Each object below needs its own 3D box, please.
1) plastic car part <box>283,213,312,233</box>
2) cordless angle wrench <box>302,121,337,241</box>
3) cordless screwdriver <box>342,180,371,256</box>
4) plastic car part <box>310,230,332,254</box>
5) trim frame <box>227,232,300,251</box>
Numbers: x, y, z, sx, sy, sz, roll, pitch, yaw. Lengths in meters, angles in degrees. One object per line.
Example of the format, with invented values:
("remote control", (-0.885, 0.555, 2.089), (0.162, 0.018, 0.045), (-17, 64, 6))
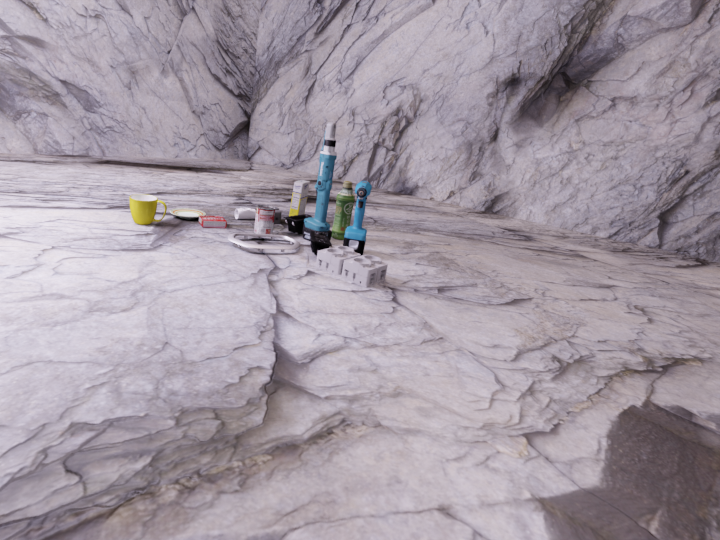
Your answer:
("plastic car part", (-0.232, -0.172, 1.604), (0.069, 0.070, 0.112), (20, 21, 33))
("cordless angle wrench", (-0.130, -0.309, 1.504), (0.103, 0.417, 0.071), (21, 19, 35))
("cordless screwdriver", (-0.008, -0.171, 1.412), (0.075, 0.245, 0.160), (10, 16, 2))
("plastic car part", (-0.137, -0.089, 1.398), (0.065, 0.066, 0.208), (6, 18, -10))
("trim frame", (-0.316, -0.095, 1.399), (0.239, 0.027, 0.194), (-1, 20, -27))
